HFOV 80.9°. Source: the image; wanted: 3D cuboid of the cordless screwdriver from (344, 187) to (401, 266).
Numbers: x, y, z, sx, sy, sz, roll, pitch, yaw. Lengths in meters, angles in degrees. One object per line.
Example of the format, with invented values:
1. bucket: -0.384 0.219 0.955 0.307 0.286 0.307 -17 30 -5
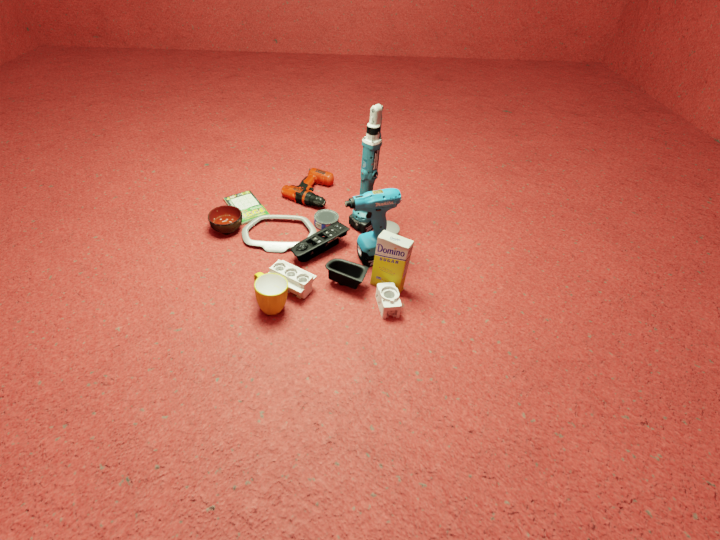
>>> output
1. cordless screwdriver: 0.026 -0.124 1.237 0.156 0.241 0.078 -9 43 -15

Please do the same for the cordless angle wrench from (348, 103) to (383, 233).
1. cordless angle wrench: 0.028 -0.308 1.318 0.078 0.411 0.096 35 49 30

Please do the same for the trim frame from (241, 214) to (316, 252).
1. trim frame: -0.269 -0.127 1.397 0.249 0.027 0.189 2 42 1

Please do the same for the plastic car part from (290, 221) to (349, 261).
1. plastic car part: -0.129 -0.085 1.323 0.198 0.065 0.070 -28 50 -29

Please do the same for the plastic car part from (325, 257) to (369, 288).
1. plastic car part: -0.043 0.015 1.209 0.120 0.069 0.066 17 43 16
